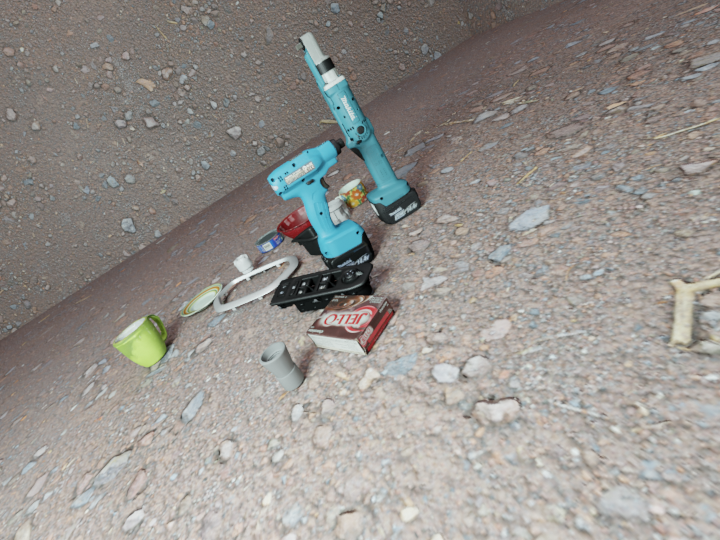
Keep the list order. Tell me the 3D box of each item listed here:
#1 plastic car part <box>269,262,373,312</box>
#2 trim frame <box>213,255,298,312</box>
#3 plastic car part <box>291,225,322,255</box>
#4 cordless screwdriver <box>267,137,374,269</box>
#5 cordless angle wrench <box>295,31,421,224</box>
[{"bbox_3d":[-0.063,0.038,0.751,0.209,0.065,0.066,-17,27,31],"label":"plastic car part"},{"bbox_3d":[-0.258,0.032,1.038,0.253,0.026,0.187,-24,26,17],"label":"trim frame"},{"bbox_3d":[-0.095,-0.062,0.970,0.065,0.068,0.122,-42,25,-24],"label":"plastic car part"},{"bbox_3d":[-0.051,-0.121,0.822,0.158,0.240,0.077,-34,20,-5],"label":"cordless screwdriver"},{"bbox_3d":[-0.007,-0.293,0.887,0.098,0.409,0.077,-32,20,-1],"label":"cordless angle wrench"}]
